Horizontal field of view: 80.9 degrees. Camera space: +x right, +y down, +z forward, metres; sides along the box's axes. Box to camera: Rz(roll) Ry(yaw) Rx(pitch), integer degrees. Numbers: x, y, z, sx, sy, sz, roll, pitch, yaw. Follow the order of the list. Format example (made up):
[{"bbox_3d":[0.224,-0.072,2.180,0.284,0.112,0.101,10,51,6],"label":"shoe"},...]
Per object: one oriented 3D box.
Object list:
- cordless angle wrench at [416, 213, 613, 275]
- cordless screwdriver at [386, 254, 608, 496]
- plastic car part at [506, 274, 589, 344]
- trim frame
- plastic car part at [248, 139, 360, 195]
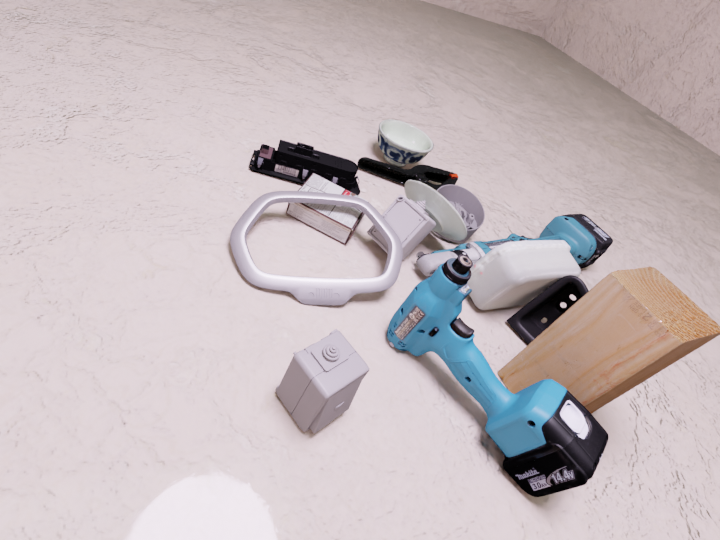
[{"bbox_3d":[0.271,-0.033,0.742,0.408,0.073,0.103,-9,51,-28],"label":"cordless angle wrench"},{"bbox_3d":[0.151,0.108,0.472,0.072,0.158,0.258,-24,62,-42],"label":"cordless screwdriver"},{"bbox_3d":[0.291,0.060,0.629,0.069,0.117,0.068,51,23,22],"label":"plastic car part"},{"bbox_3d":[-0.059,-0.038,0.601,0.243,0.027,0.190,2,57,-14],"label":"trim frame"},{"bbox_3d":[-0.089,-0.189,0.752,0.199,0.066,0.068,17,35,-11],"label":"plastic car part"}]
